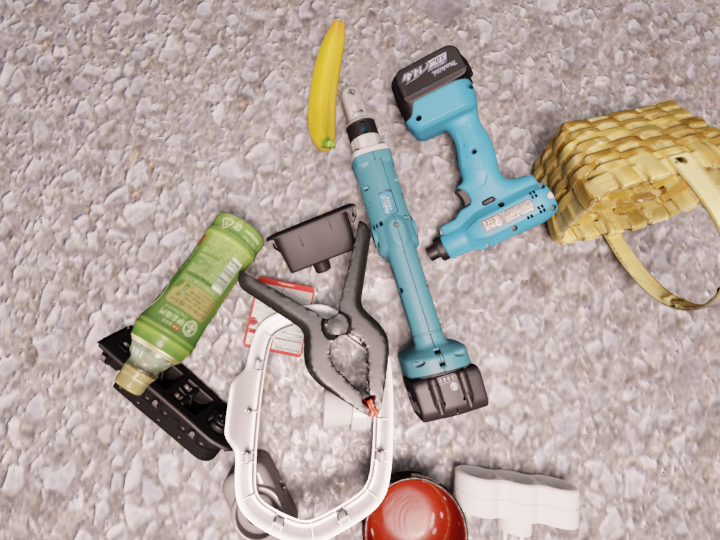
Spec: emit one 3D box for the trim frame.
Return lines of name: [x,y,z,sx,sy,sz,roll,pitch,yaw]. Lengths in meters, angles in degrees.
trim frame: [-0.055,0.160,0.469,0.184,0.027,0.252,3,72,0]

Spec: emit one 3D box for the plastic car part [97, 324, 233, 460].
plastic car part: [-0.225,0.153,0.499,0.205,0.065,0.067,34,95,6]

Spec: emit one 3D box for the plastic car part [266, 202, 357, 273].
plastic car part: [-0.053,-0.034,0.538,0.116,0.067,0.070,-25,98,-2]

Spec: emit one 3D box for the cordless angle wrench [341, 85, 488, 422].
cordless angle wrench: [0.042,-0.044,0.524,0.074,0.096,0.431,-15,77,-3]

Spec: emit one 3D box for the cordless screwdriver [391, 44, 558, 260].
cordless screwdriver: [0.114,-0.143,0.543,0.161,0.072,0.252,-28,82,16]
